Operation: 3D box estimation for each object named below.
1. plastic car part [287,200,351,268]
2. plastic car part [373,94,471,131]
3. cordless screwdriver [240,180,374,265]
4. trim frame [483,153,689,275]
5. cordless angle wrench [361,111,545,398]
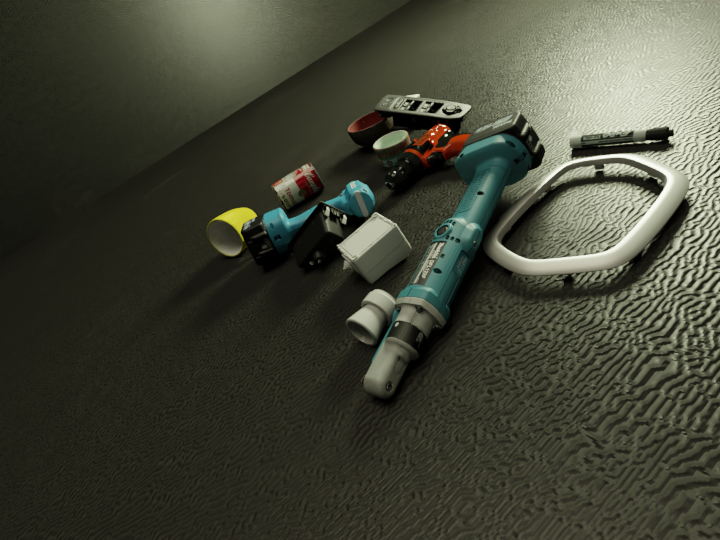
[{"bbox_3d":[-0.069,-0.045,0.701,0.117,0.063,0.074,-48,38,26],"label":"plastic car part"},{"bbox_3d":[0.133,-0.334,0.913,0.213,0.064,0.066,16,48,32],"label":"plastic car part"},{"bbox_3d":[-0.098,-0.104,0.804,0.250,0.072,0.163,-22,21,5],"label":"cordless screwdriver"},{"bbox_3d":[0.266,-0.073,0.519,0.246,0.026,0.194,-44,36,-18],"label":"trim frame"},{"bbox_3d":[0.116,-0.033,0.524,0.102,0.071,0.423,-10,42,54],"label":"cordless angle wrench"}]
